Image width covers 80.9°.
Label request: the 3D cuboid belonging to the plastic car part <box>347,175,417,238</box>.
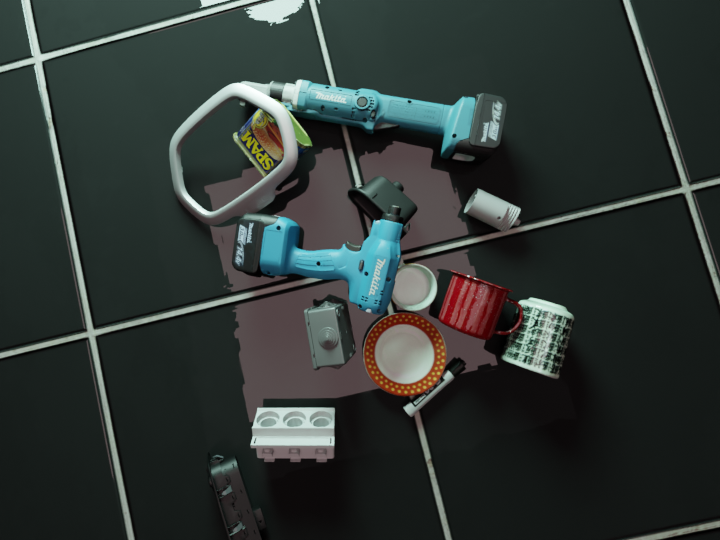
[{"bbox_3d":[0.044,-0.109,0.677,0.070,0.065,0.118,-40,83,-16],"label":"plastic car part"}]

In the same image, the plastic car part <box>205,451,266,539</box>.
[{"bbox_3d":[-0.188,0.378,0.654,0.066,0.066,0.204,-23,85,-10],"label":"plastic car part"}]

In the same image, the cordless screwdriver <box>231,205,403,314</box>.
[{"bbox_3d":[-0.063,-0.041,0.643,0.255,0.073,0.159,14,94,13],"label":"cordless screwdriver"}]

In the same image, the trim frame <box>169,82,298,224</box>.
[{"bbox_3d":[-0.206,-0.175,0.665,0.253,0.027,0.184,-29,90,24],"label":"trim frame"}]

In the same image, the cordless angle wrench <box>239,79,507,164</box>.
[{"bbox_3d":[0.004,-0.259,0.682,0.428,0.073,0.098,12,88,6],"label":"cordless angle wrench"}]
